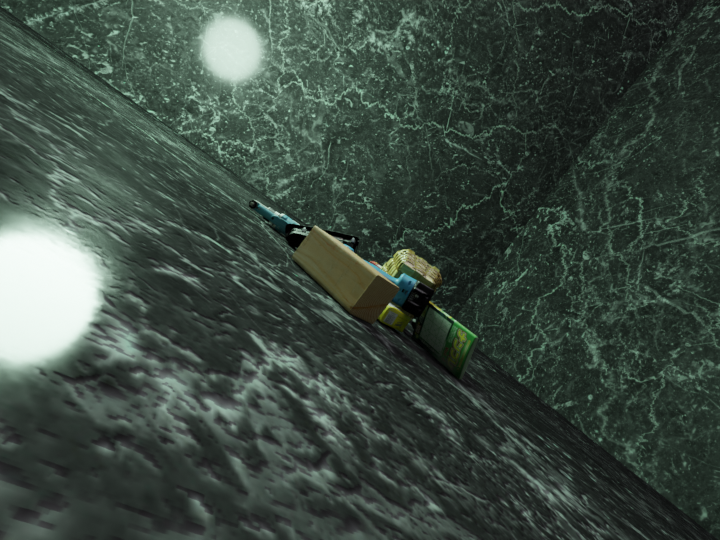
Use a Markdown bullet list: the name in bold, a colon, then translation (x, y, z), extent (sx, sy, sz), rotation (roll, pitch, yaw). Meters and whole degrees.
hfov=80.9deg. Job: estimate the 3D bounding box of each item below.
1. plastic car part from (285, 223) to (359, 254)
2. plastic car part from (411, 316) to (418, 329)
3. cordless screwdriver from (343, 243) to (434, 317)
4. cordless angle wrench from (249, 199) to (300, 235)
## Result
- **plastic car part**: translation (-0.110, -0.072, 1.129), extent (0.206, 0.065, 0.067), rotation (15, 30, 7)
- **plastic car part**: translation (0.202, 0.174, 1.221), extent (0.117, 0.066, 0.070), rotation (34, 3, 3)
- **cordless screwdriver**: translation (0.047, 0.015, 1.016), extent (0.252, 0.074, 0.157), rotation (30, 2, 5)
- **cordless angle wrench**: translation (-0.149, -0.083, 1.222), extent (0.431, 0.074, 0.096), rotation (34, 6, 9)
